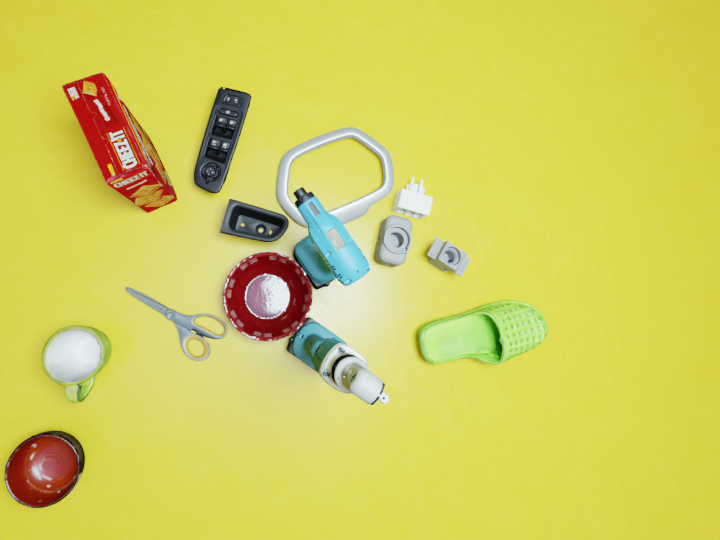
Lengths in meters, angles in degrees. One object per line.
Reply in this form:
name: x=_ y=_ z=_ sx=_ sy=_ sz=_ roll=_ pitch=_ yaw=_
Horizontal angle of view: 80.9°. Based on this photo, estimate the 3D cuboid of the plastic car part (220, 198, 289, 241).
plastic car part: x=-0.196 y=-0.084 z=0.796 sx=0.115 sy=0.071 sz=0.066 roll=15 pitch=82 yaw=-7

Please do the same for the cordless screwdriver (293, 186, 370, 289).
cordless screwdriver: x=-0.070 y=-0.046 z=0.717 sx=0.074 sy=0.251 sz=0.159 roll=-34 pitch=92 yaw=-13

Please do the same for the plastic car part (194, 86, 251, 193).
plastic car part: x=-0.267 y=-0.244 z=0.811 sx=0.065 sy=0.067 sz=0.204 roll=16 pitch=80 yaw=-8

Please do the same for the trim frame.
trim frame: x=-0.050 y=-0.186 z=0.852 sx=0.246 sy=0.028 sz=0.185 roll=-25 pitch=86 yaw=-10

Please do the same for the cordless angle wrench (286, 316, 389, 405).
cordless angle wrench: x=-0.042 y=0.126 z=0.607 sx=0.097 sy=0.427 sz=0.074 roll=36 pitch=79 yaw=-8
